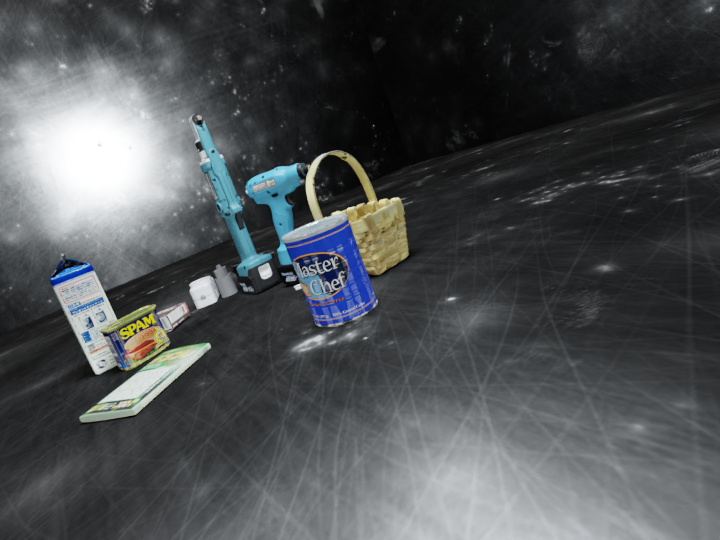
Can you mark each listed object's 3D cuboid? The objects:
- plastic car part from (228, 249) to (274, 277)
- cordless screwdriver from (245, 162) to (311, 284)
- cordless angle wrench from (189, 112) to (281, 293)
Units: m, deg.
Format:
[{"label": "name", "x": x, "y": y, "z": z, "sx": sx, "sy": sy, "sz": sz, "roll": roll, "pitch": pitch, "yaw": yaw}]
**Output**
[{"label": "plastic car part", "x": -0.271, "y": -0.002, "z": 1.081, "sx": 0.115, "sy": 0.070, "sz": 0.068, "roll": -24, "pitch": 12, "yaw": -16}, {"label": "cordless screwdriver", "x": -0.137, "y": -0.100, "z": 0.901, "sx": 0.165, "sy": 0.245, "sz": 0.073, "roll": -14, "pitch": 12, "yaw": 31}, {"label": "cordless angle wrench", "x": -0.302, "y": -0.152, "z": 0.975, "sx": 0.072, "sy": 0.416, "sz": 0.102, "roll": -26, "pitch": 11, "yaw": -34}]
